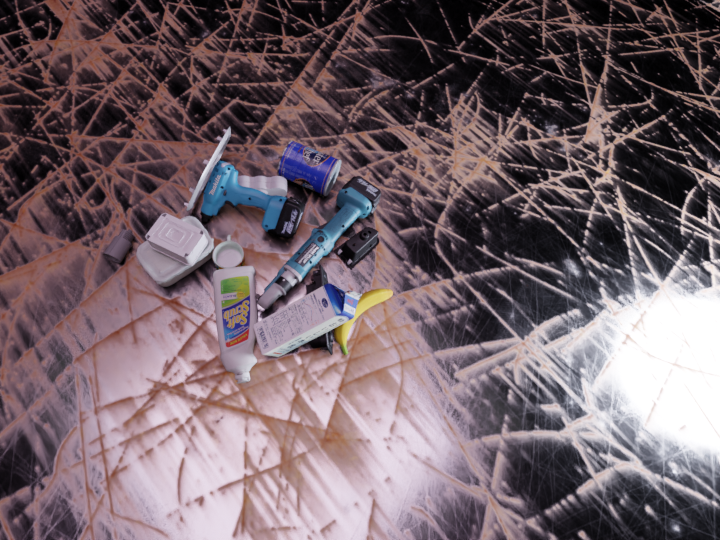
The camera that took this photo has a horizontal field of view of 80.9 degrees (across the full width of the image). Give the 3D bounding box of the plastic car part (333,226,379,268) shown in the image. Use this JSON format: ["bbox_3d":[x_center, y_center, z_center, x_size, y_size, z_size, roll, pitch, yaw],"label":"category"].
[{"bbox_3d":[0.000,-0.071,1.056,0.115,0.070,0.068,-40,78,-18],"label":"plastic car part"}]

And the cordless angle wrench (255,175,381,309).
[{"bbox_3d":[-0.101,-0.066,1.030,0.100,0.073,0.420,35,64,9],"label":"cordless angle wrench"}]

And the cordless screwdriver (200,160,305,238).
[{"bbox_3d":[-0.273,-0.151,1.054,0.249,0.075,0.158,26,106,-1],"label":"cordless screwdriver"}]

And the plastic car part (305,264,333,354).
[{"bbox_3d":[-0.097,0.093,0.975,0.067,0.064,0.209,-11,66,-2],"label":"plastic car part"}]

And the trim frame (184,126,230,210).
[{"bbox_3d":[-0.379,-0.256,1.053,0.027,0.187,0.251,25,63,-20],"label":"trim frame"}]
